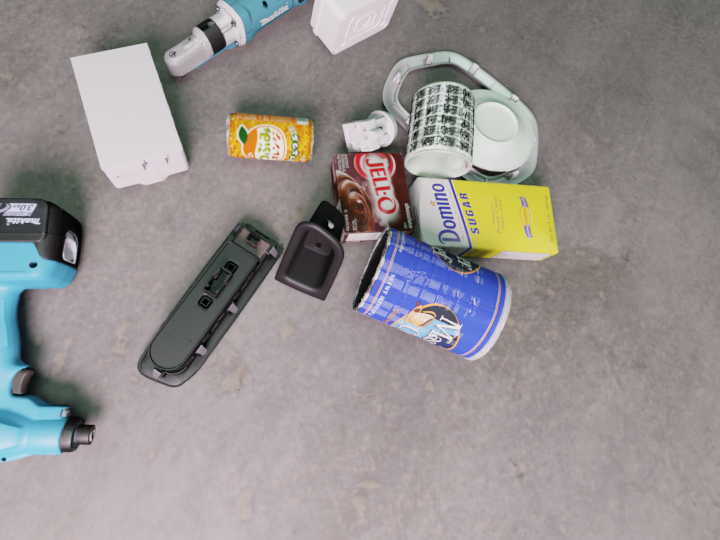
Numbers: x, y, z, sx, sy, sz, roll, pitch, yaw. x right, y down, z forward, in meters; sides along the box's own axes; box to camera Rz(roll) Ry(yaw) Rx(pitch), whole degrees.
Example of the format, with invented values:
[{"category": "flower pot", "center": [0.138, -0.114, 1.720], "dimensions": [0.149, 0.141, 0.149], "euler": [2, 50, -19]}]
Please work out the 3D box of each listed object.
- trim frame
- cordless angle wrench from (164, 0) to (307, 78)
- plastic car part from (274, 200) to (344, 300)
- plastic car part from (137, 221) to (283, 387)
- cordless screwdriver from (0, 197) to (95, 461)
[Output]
[{"category": "trim frame", "center": [0.147, -0.220, 0.601], "dimensions": [0.251, 0.027, 0.183], "euler": [43, 73, 5]}, {"category": "cordless angle wrench", "center": [-0.098, -0.399, 0.593], "dimensions": [0.420, 0.097, 0.076], "euler": [-42, 83, -14]}, {"category": "plastic car part", "center": [-0.047, -0.030, 0.476], "dimensions": [0.066, 0.116, 0.072], "euler": [24, 48, -5]}, {"category": "plastic car part", "center": [-0.162, 0.034, 0.461], "dimensions": [0.066, 0.068, 0.203], "euler": [34, 74, -7]}, {"category": "cordless screwdriver", "center": [-0.333, 0.055, 0.424], "dimensions": [0.157, 0.074, 0.252], "euler": [4, 76, -8]}]
